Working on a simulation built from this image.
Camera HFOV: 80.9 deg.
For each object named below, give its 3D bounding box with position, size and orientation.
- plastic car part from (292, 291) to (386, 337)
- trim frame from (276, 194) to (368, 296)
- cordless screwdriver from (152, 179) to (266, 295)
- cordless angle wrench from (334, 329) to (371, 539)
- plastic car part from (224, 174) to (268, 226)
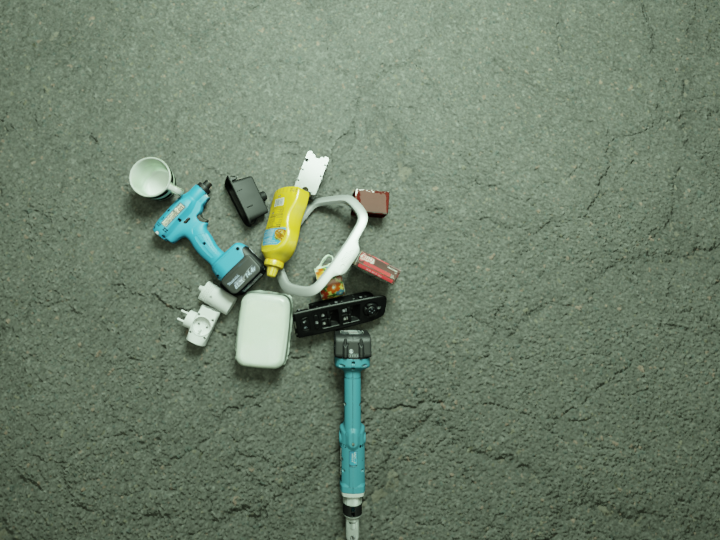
[{"bbox_3d":[-0.045,0.088,0.908,0.202,0.069,0.065,-10,111,-4],"label":"plastic car part"},{"bbox_3d":[-0.088,-0.057,0.898,0.195,0.026,0.248,29,80,36],"label":"trim frame"},{"bbox_3d":[-0.307,-0.071,0.912,0.252,0.074,0.159,40,83,5],"label":"cordless screwdriver"},{"bbox_3d":[-0.017,0.340,0.873,0.074,0.098,0.424,0,87,-3],"label":"cordless angle wrench"},{"bbox_3d":[-0.244,-0.160,0.934,0.070,0.067,0.116,-30,91,-21],"label":"plastic car part"}]
